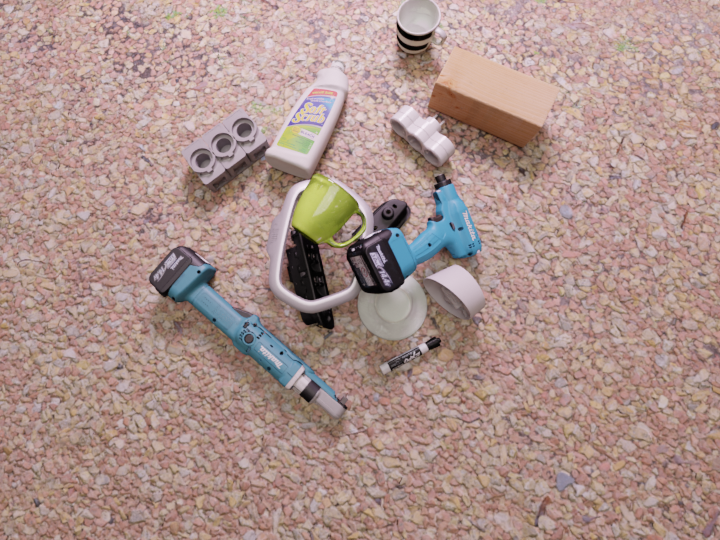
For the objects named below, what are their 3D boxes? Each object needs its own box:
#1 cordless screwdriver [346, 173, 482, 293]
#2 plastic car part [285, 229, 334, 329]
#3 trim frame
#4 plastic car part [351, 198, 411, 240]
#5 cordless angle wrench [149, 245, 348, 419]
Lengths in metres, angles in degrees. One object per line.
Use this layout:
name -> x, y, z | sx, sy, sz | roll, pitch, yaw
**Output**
cordless screwdriver -> 0.093, -0.066, 0.738 | 0.243, 0.076, 0.159 | -23, 92, -24
plastic car part -> -0.099, 0.015, 0.786 | 0.068, 0.064, 0.207 | -21, 77, 12
trim frame -> -0.073, -0.048, 0.751 | 0.184, 0.027, 0.250 | 10, 79, 0
plastic car part -> 0.045, -0.094, 0.793 | 0.067, 0.070, 0.116 | 41, 87, 8
cordless angle wrench -> -0.198, 0.120, 0.770 | 0.430, 0.073, 0.098 | 39, 84, 8
